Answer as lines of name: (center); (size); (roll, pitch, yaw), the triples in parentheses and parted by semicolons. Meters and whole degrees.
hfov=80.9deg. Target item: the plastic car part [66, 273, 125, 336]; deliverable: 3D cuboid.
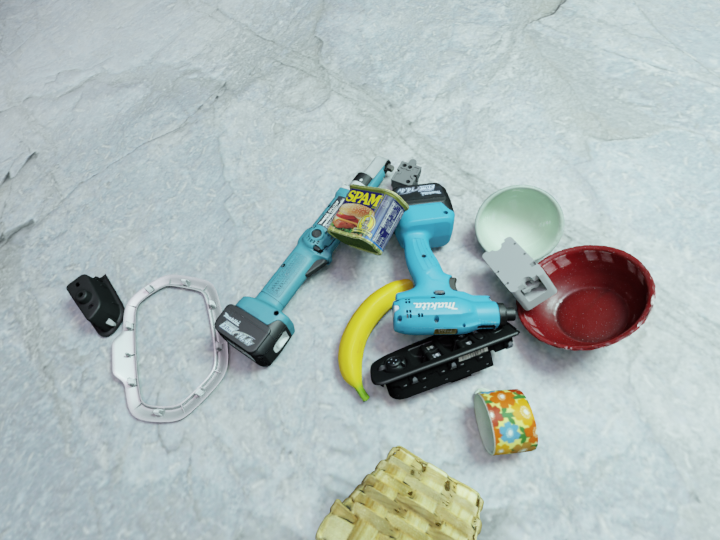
plastic car part: (-0.453, 0.050, 0.715); (0.065, 0.068, 0.122); (-41, 61, -13)

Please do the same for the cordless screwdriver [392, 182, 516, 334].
cordless screwdriver: (0.121, -0.021, 0.630); (0.161, 0.071, 0.256); (-3, 53, 4)

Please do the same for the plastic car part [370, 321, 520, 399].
plastic car part: (0.110, 0.123, 0.580); (0.202, 0.065, 0.069); (-17, 25, -4)

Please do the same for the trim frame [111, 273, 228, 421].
trim frame: (-0.307, 0.113, 0.679); (0.184, 0.026, 0.258); (-19, 62, 0)

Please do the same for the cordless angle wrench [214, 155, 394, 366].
cordless angle wrench: (-0.069, -0.045, 0.702); (0.102, 0.071, 0.422); (26, 66, 20)
